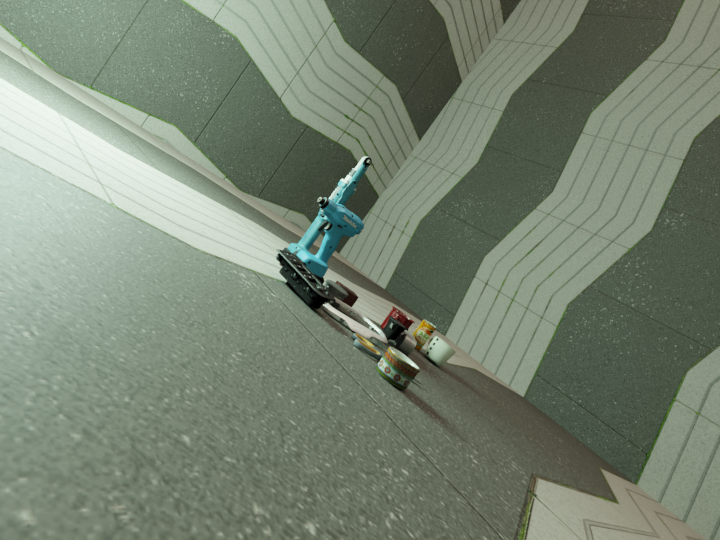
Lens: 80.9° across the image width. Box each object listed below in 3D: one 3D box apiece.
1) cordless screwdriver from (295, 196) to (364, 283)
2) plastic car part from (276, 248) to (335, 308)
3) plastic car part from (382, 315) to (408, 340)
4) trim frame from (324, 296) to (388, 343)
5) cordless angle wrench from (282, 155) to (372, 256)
[{"bbox_3d":[-0.115,-0.075,1.179,0.151,0.249,0.078,34,4,-32],"label":"cordless screwdriver"},{"bbox_3d":[-0.144,0.025,1.030,0.214,0.067,0.063,38,3,35],"label":"plastic car part"},{"bbox_3d":[0.092,0.178,1.248,0.068,0.071,0.112,37,3,17],"label":"plastic car part"},{"bbox_3d":[-0.028,0.125,1.139,0.239,0.027,0.191,34,3,-22],"label":"trim frame"},{"bbox_3d":[-0.100,-0.180,1.320,0.071,0.423,0.103,34,4,-32],"label":"cordless angle wrench"}]
